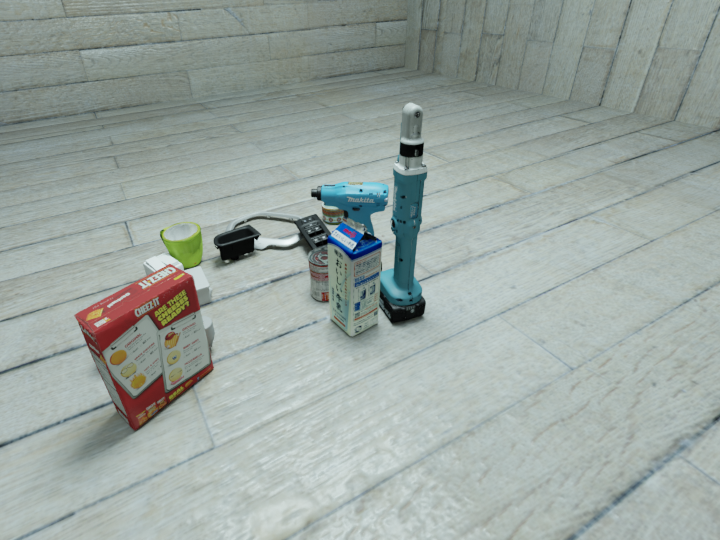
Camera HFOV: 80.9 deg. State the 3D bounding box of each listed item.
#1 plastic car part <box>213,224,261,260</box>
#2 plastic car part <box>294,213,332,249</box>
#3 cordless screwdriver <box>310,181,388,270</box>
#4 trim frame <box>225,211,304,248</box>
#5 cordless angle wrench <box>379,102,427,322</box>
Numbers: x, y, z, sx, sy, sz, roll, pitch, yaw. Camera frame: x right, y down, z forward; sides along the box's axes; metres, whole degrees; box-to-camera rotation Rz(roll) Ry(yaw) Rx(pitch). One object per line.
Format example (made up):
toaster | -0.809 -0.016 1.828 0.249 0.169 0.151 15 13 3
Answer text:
plastic car part | -0.316 -0.062 1.074 0.113 0.069 0.070 -25 40 -31
plastic car part | -0.105 -0.069 1.071 0.065 0.065 0.214 -15 36 -20
cordless screwdriver | -0.024 -0.076 0.919 0.161 0.241 0.075 4 33 7
trim frame | -0.261 -0.117 1.188 0.256 0.027 0.184 8 36 16
cordless angle wrench | 0.084 -0.091 0.784 0.073 0.410 0.103 -11 34 -17
